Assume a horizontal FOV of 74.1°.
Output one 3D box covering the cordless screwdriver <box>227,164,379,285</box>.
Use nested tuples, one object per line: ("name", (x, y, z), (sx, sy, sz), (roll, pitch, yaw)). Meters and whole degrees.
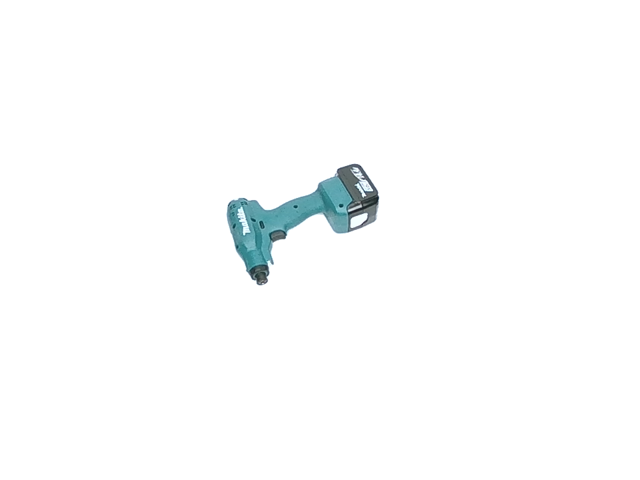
("cordless screwdriver", (-0.022, -0.027, 0.709), (0.248, 0.159, 0.074), (-18, -31, -8))
